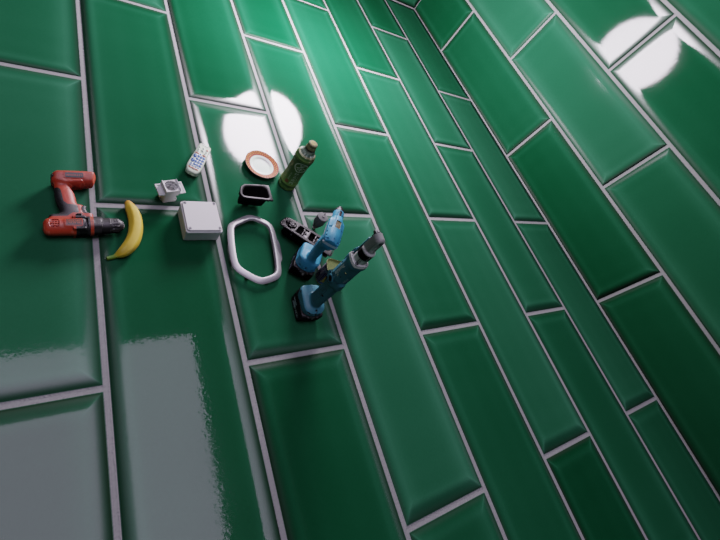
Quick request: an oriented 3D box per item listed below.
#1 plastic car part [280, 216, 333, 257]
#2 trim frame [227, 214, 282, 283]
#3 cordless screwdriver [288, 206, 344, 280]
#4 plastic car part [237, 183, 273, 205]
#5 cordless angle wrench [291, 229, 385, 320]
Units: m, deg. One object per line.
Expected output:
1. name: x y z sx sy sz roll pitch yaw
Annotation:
1. plastic car part: -0.186 -0.108 1.425 0.200 0.068 0.066 35 46 -8
2. trim frame: -0.328 -0.069 1.328 0.176 0.028 0.257 2 57 -33
3. cordless screwdriver: -0.129 -0.084 1.316 0.072 0.252 0.162 29 48 -18
4. plastic car part: -0.361 -0.243 1.404 0.111 0.072 0.068 -4 63 -37
5. cordless angle wrench: -0.063 0.021 1.159 0.071 0.428 0.101 3 60 -36
